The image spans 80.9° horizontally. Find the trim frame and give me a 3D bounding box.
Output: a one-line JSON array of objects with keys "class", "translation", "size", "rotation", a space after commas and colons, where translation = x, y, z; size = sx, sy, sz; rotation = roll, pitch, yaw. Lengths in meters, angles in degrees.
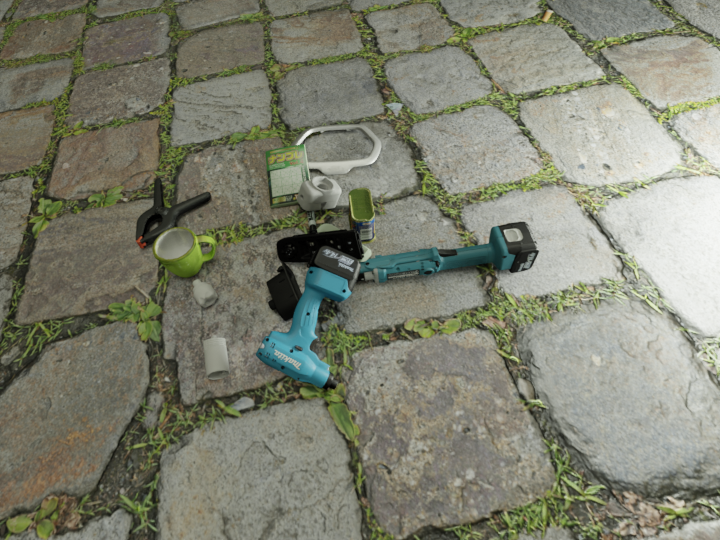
[{"class": "trim frame", "translation": [-0.069, -0.332, 1.142], "size": [0.249, 0.026, 0.190], "rotation": [-3, 55, 2]}]

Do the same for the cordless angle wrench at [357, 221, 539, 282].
[{"class": "cordless angle wrench", "translation": [0.137, -0.019, 0.883], "size": [0.426, 0.094, 0.077], "rotation": [-9, 57, 5]}]

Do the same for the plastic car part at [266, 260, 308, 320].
[{"class": "plastic car part", "translation": [-0.160, 0.052, 0.881], "size": [0.071, 0.063, 0.121], "rotation": [-26, 61, 5]}]

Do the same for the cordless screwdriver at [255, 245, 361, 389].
[{"class": "cordless screwdriver", "translation": [-0.072, 0.088, 0.802], "size": [0.158, 0.074, 0.249], "rotation": [28, 75, -3]}]

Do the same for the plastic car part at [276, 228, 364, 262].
[{"class": "plastic car part", "translation": [-0.090, -0.059, 0.916], "size": [0.209, 0.064, 0.067], "rotation": [-6, 32, 21]}]
